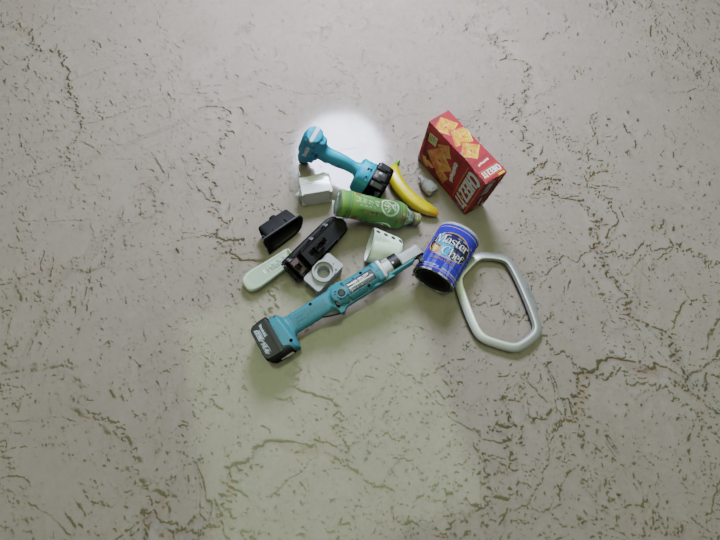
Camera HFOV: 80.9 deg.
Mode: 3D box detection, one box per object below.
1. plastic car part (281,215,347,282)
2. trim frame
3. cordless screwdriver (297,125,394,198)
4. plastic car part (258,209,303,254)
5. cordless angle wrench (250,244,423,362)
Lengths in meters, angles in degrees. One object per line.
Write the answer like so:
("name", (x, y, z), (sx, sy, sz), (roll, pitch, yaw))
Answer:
("plastic car part", (-0.100, -0.066, 1.025), (0.066, 0.068, 0.201), (43, 60, -3))
("trim frame", (0.328, 0.071, 1.006), (0.183, 0.027, 0.256), (-14, 67, -6))
("cordless screwdriver", (-0.050, -0.266, 1.097), (0.246, 0.161, 0.074), (30, 72, -7))
("plastic car part", (-0.208, -0.109, 1.060), (0.115, 0.063, 0.074), (-41, 62, -20))
("cordless angle wrench", (-0.042, 0.058, 0.953), (0.421, 0.072, 0.101), (-32, 73, -5))
